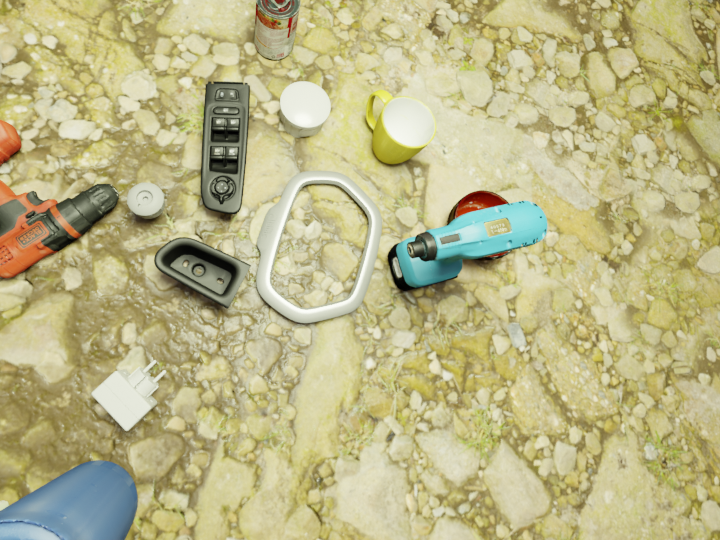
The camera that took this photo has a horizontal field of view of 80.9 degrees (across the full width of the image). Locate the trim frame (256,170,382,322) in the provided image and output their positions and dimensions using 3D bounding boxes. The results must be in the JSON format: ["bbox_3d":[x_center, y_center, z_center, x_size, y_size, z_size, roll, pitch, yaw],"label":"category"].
[{"bbox_3d":[-0.064,-0.042,0.650,0.182,0.027,0.251,17,75,-6],"label":"trim frame"}]

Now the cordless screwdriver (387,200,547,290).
[{"bbox_3d":[0.099,-0.023,0.560,0.156,0.251,0.075,-13,84,-16],"label":"cordless screwdriver"}]

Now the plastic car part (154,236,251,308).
[{"bbox_3d":[-0.220,0.000,0.589,0.116,0.071,0.066,27,74,-5],"label":"plastic car part"}]

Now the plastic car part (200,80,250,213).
[{"bbox_3d":[-0.204,-0.179,0.636,0.065,0.067,0.206,2,77,-13],"label":"plastic car part"}]
